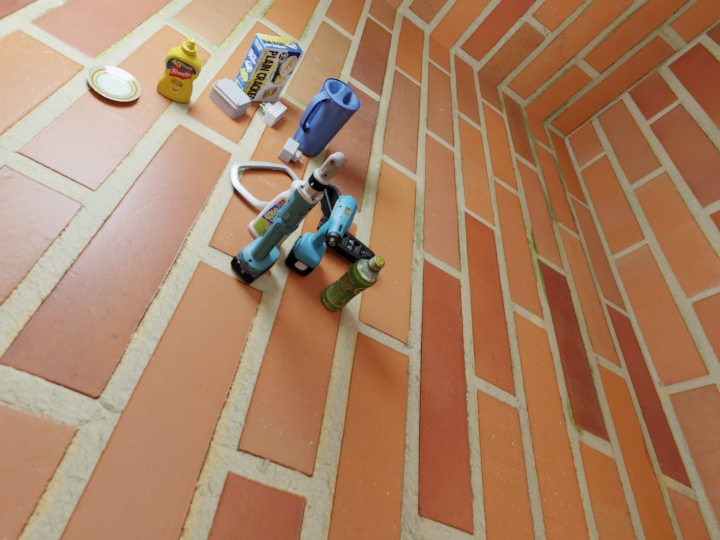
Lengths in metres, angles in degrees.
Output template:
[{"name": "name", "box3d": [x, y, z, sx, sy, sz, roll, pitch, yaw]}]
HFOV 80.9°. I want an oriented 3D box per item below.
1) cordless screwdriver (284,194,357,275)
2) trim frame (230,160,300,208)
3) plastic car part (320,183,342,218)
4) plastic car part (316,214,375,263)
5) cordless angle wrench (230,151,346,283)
[{"name": "cordless screwdriver", "box3d": [-0.103, -0.067, 1.054, 0.072, 0.252, 0.161, 34, 45, -17]}, {"name": "trim frame", "box3d": [-0.267, -0.254, 1.239, 0.238, 0.028, 0.190, -11, 65, -41]}, {"name": "plastic car part", "box3d": [-0.093, -0.200, 1.295, 0.063, 0.072, 0.120, 0, 59, -38]}, {"name": "plastic car part", "box3d": [-0.049, -0.072, 1.233, 0.198, 0.068, 0.067, 32, 45, -13]}, {"name": "cordless angle wrench", "box3d": [-0.159, -0.108, 0.915, 0.074, 0.429, 0.096, 49, 43, -1]}]
